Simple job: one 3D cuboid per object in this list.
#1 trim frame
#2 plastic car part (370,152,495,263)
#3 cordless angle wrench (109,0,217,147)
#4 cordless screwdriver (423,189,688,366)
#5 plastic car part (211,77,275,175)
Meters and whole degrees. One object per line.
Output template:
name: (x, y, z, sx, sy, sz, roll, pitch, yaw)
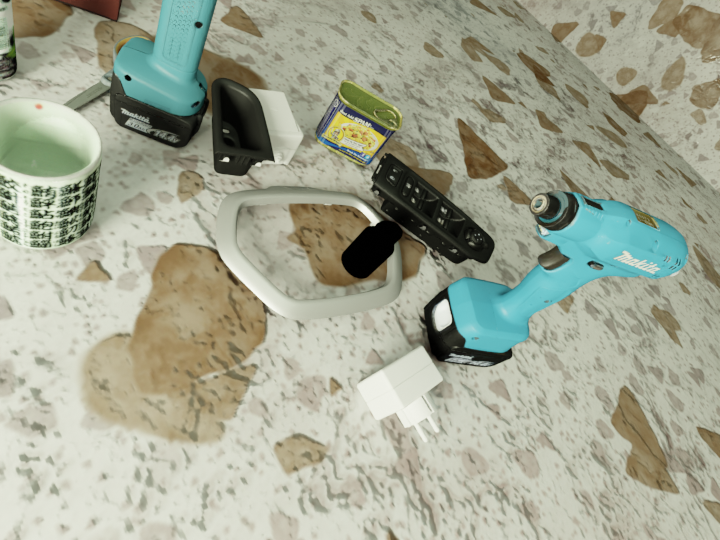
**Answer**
trim frame: (-0.048, -0.031, 0.490, 0.238, 0.028, 0.191, -8, 62, -36)
plastic car part: (0.093, -0.069, 0.578, 0.200, 0.067, 0.067, 33, 46, -7)
cordless angle wrench: (-0.133, -0.283, 0.350, 0.094, 0.427, 0.076, 21, 50, -22)
cordless screwdriver: (0.154, 0.016, 0.423, 0.153, 0.251, 0.077, 16, 52, -25)
plastic car part: (-0.149, -0.156, 0.492, 0.063, 0.071, 0.121, 3, 56, -32)
